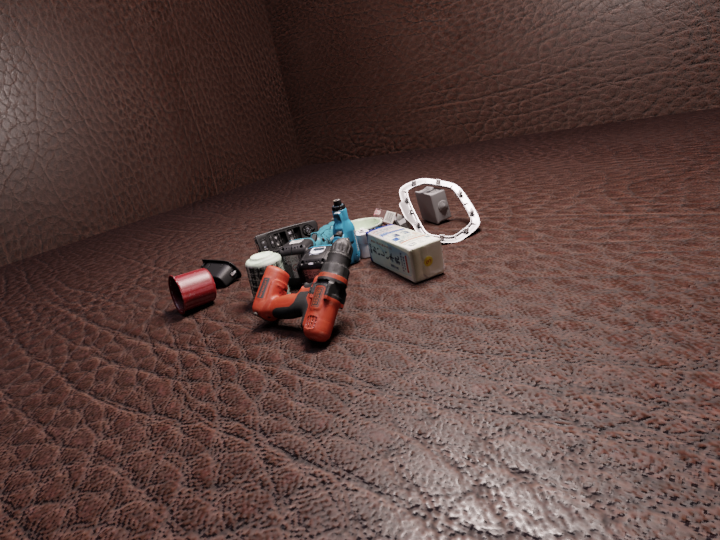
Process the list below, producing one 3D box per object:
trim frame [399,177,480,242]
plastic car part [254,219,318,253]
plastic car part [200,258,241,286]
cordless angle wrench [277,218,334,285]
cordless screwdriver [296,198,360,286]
[{"bbox_3d":[0.195,-0.162,1.083,0.183,0.026,0.259,-11,51,-4],"label":"trim frame"},{"bbox_3d":[-0.223,-0.098,1.296,0.199,0.067,0.067,-20,-6,-16],"label":"plastic car part"},{"bbox_3d":[-0.374,0.016,1.092,0.122,0.063,0.071,3,39,31],"label":"plastic car part"},{"bbox_3d":[-0.110,-0.072,1.122,0.076,0.096,0.422,-8,16,12],"label":"cordless angle wrench"},{"bbox_3d":[-0.062,-0.052,0.926,0.076,0.155,0.248,-7,22,18],"label":"cordless screwdriver"}]
